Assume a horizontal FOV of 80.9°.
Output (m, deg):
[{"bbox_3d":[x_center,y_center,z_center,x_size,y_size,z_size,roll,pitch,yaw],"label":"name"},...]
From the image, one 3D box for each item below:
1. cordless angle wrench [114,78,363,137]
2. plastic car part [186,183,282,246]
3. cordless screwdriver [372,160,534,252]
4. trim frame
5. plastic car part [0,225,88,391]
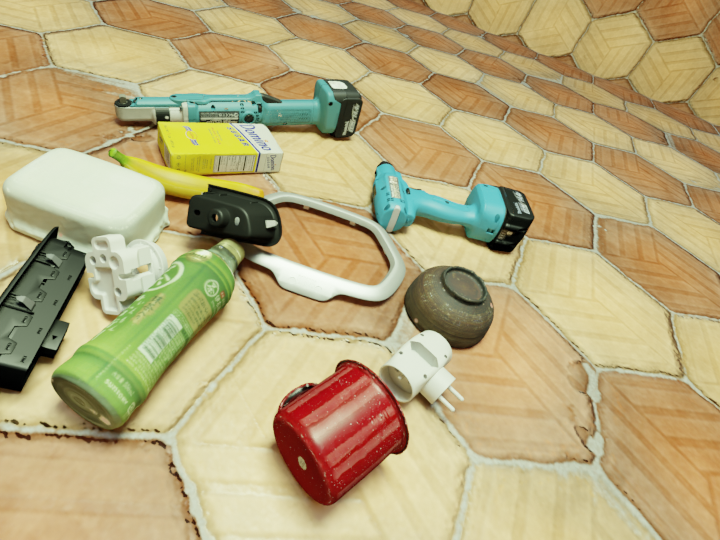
[{"bbox_3d":[-0.202,-0.284,0.749,0.410,0.096,0.078,-10,51,-23],"label":"cordless angle wrench"},{"bbox_3d":[-0.157,-0.063,0.499,0.121,0.065,0.068,14,10,22],"label":"plastic car part"},{"bbox_3d":[0.142,-0.117,0.702,0.246,0.073,0.164,8,43,-7],"label":"cordless screwdriver"},{"bbox_3d":[-0.057,-0.037,0.579,0.247,0.027,0.187,19,41,-3],"label":"trim frame"},{"bbox_3d":[-0.299,0.038,0.384,0.064,0.066,0.211,14,41,-24],"label":"plastic car part"}]
